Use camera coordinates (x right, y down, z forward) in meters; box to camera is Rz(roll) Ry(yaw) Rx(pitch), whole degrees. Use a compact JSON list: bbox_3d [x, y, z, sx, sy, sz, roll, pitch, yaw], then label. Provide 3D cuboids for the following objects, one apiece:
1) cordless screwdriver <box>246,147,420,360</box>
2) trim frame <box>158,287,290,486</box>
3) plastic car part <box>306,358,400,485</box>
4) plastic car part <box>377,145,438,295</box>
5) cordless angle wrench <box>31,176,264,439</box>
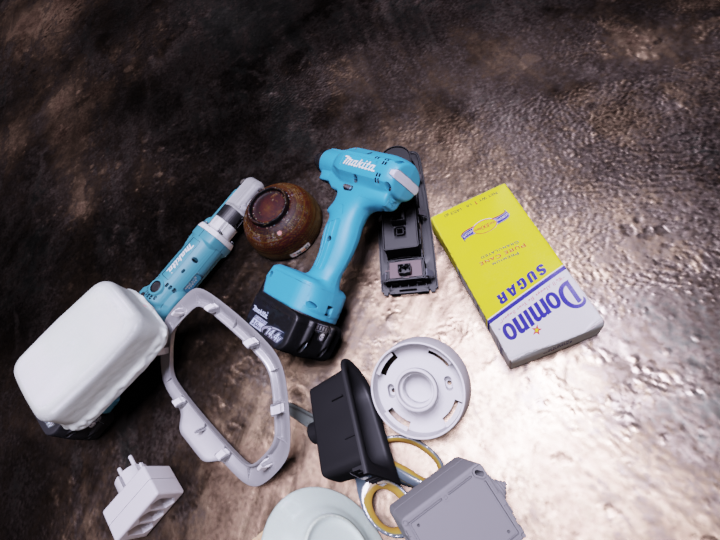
[{"bbox_3d":[-0.049,-0.032,0.502,0.169,0.070,0.249,28,90,45],"label":"cordless screwdriver"},{"bbox_3d":[-0.169,0.130,0.491,0.262,0.026,0.183,31,110,31],"label":"trim frame"},{"bbox_3d":[-0.019,0.157,0.421,0.071,0.062,0.122,-33,46,12],"label":"plastic car part"},{"bbox_3d":[0.048,-0.074,0.521,0.068,0.063,0.208,-12,59,21],"label":"plastic car part"},{"bbox_3d":[-0.275,0.033,0.598,0.103,0.071,0.422,30,77,30],"label":"cordless angle wrench"}]
